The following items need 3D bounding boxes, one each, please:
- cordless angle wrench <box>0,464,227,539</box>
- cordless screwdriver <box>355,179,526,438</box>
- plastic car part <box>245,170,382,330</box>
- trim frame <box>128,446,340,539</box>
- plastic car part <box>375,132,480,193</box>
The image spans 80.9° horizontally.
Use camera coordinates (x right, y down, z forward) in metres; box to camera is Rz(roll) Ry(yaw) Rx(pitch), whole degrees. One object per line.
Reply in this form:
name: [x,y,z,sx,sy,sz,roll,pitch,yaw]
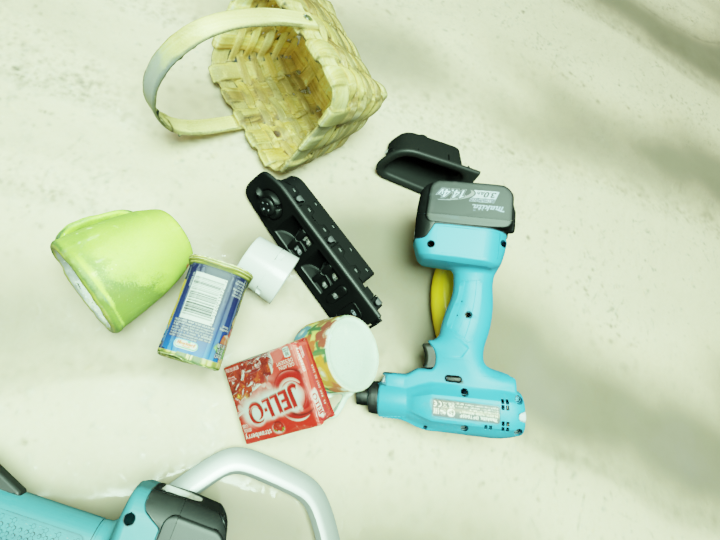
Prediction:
cordless angle wrench: [-0.307,0.156,0.298,0.421,0.074,0.099,20,65,-2]
cordless screwdriver: [0.080,0.035,0.440,0.162,0.072,0.251,2,80,11]
plastic car part: [-0.045,-0.029,0.457,0.204,0.067,0.066,50,55,3]
trim frame: [-0.127,0.270,0.349,0.244,0.028,0.186,-34,84,-26]
plastic car part: [0.083,-0.143,0.542,0.115,0.066,0.072,21,53,-8]
